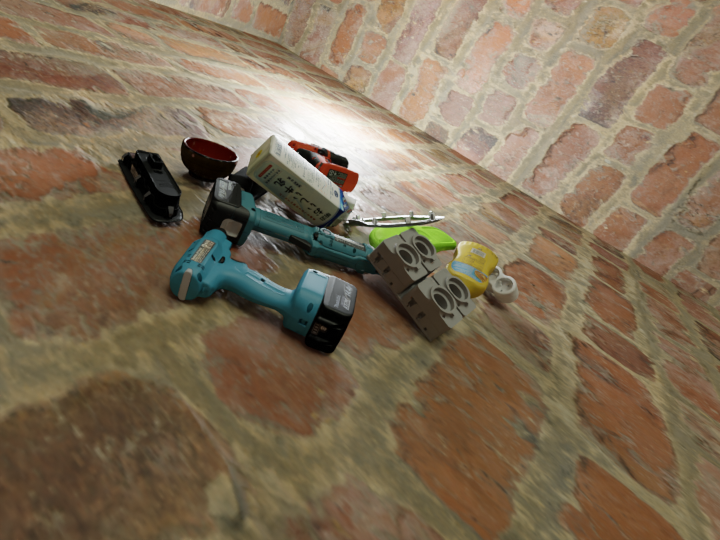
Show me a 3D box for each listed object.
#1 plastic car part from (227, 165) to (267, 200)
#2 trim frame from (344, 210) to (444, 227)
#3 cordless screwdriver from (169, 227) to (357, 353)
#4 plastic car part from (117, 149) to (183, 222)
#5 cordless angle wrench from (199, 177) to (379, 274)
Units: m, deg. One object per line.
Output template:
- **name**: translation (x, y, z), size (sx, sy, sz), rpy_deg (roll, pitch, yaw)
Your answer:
- **plastic car part**: translation (-0.237, -0.185, 0.880), size (0.072, 0.065, 0.116), rpy_deg (17, 30, 9)
- **trim frame**: translation (0.066, -0.112, 0.916), size (0.179, 0.027, 0.259), rpy_deg (-10, 14, -23)
- **cordless screwdriver**: translation (-0.132, 0.014, 0.614), size (0.246, 0.074, 0.162), rpy_deg (20, 28, -7)
- **plastic car part**: translation (-0.348, -0.153, 0.719), size (0.063, 0.067, 0.213), rpy_deg (8, 35, -48)
- **cordless angle wrench**: translation (-0.076, -0.050, 0.779), size (0.407, 0.074, 0.102), rpy_deg (19, 30, -23)
